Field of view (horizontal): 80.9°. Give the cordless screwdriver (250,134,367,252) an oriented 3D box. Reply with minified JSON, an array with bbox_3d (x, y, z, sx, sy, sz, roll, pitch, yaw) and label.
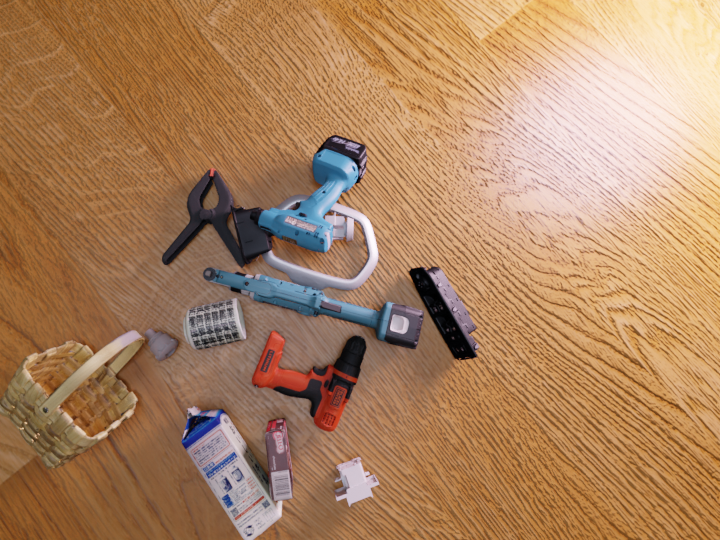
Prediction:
[{"bbox_3d":[-0.093,-0.157,0.819,0.164,0.072,0.250,18,61,14],"label":"cordless screwdriver"}]

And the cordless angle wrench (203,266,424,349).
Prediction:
[{"bbox_3d":[-0.098,0.060,0.814,0.426,0.097,0.075,15,80,3],"label":"cordless angle wrench"}]

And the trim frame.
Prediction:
[{"bbox_3d":[-0.084,-0.055,0.862,0.247,0.027,0.185,17,78,-2],"label":"trim frame"}]

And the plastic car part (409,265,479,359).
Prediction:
[{"bbox_3d":[0.172,0.073,0.837,0.066,0.066,0.205,-30,83,-20],"label":"plastic car part"}]

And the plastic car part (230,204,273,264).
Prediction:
[{"bbox_3d":[-0.203,-0.076,0.827,0.072,0.064,0.118,-19,80,7],"label":"plastic car part"}]
